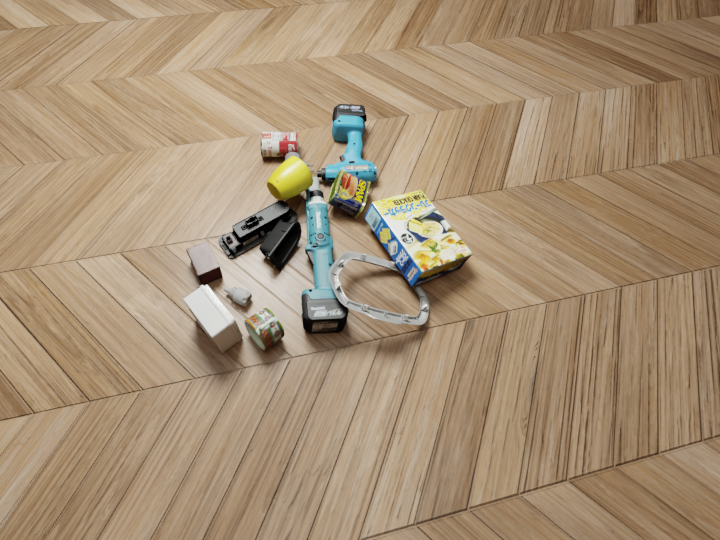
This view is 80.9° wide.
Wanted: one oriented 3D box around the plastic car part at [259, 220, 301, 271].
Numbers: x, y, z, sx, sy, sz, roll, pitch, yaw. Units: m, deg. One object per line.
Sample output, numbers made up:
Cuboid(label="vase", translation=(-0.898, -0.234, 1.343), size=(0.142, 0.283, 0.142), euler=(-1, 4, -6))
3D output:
Cuboid(label="plastic car part", translation=(-0.195, -0.069, 1.000), size=(0.074, 0.063, 0.117), euler=(16, 63, 26))

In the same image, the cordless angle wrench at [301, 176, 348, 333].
Cuboid(label="cordless angle wrench", translation=(-0.098, -0.064, 1.000), size=(0.097, 0.072, 0.437), euler=(-3, 56, -7))

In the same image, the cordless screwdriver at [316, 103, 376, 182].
Cuboid(label="cordless screwdriver", translation=(-0.048, -0.348, 1.175), size=(0.158, 0.073, 0.256), euler=(-3, 62, -5))

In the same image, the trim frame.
Cuboid(label="trim frame", translation=(0.045, 0.038, 0.921), size=(0.240, 0.027, 0.190), euler=(16, 45, -19))

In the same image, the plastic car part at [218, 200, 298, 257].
Cuboid(label="plastic car part", translation=(-0.247, -0.114, 1.029), size=(0.199, 0.065, 0.069), euler=(-31, 60, -23))
